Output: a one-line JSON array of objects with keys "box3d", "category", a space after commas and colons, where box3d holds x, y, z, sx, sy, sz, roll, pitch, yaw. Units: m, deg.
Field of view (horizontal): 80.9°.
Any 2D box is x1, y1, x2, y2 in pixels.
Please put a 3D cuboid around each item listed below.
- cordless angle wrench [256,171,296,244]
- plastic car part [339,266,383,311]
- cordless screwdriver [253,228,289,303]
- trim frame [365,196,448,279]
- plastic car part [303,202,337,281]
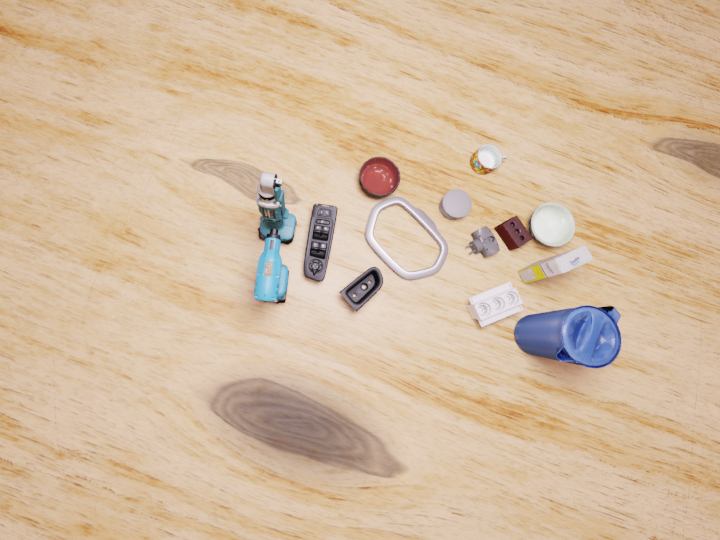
[{"box3d": [-0.196, -0.137, 0.949, 0.097, 0.422, 0.075, 11, 81, -6], "category": "cordless angle wrench"}, {"box3d": [0.007, 0.046, 1.102, 0.116, 0.071, 0.067, -41, 87, -10], "category": "plastic car part"}, {"box3d": [-0.210, 0.000, 1.010, 0.074, 0.248, 0.160, 7, 81, -7], "category": "cordless screwdriver"}, {"box3d": [0.126, -0.089, 1.155, 0.183, 0.027, 0.251, -44, 84, -10], "category": "trim frame"}, {"box3d": [-0.110, -0.072, 1.120, 0.066, 0.067, 0.205, 9, 79, -4], "category": "plastic car part"}]
